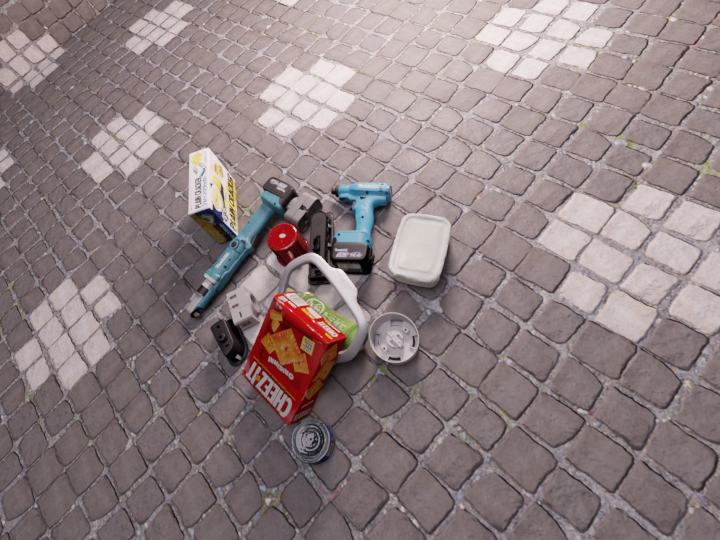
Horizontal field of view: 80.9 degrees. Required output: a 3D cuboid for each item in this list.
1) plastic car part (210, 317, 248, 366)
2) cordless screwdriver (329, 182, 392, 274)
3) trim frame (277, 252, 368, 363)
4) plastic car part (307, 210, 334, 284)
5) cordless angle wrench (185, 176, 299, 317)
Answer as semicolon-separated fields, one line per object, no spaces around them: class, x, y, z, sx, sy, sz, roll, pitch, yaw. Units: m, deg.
plastic car part;-0.314;0.160;0.994;0.066;0.067;0.123;-36;56;-2
cordless screwdriver;-0.022;-0.116;1.044;0.165;0.071;0.252;5;61;20
trim frame;-0.086;0.080;0.891;0.185;0.026;0.259;-47;64;21
plastic car part;-0.103;-0.067;1.053;0.068;0.063;0.208;-10;58;19
cordless angle wrench;-0.318;-0.057;1.114;0.103;0.071;0.422;29;77;28
